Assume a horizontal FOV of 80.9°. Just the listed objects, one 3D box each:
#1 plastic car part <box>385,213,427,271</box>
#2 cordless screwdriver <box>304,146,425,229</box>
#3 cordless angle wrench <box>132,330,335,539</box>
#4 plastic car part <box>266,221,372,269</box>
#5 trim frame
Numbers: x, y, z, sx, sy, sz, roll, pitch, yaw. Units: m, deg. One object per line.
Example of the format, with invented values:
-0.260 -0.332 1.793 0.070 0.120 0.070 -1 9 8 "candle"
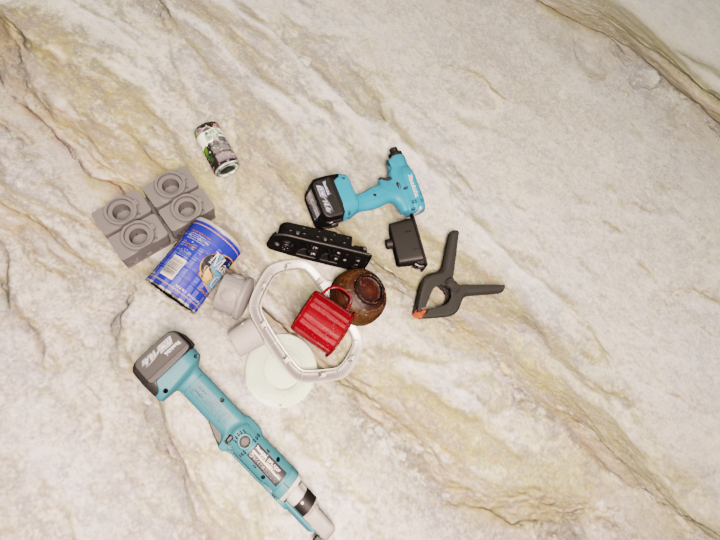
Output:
0.089 -0.053 0.875 0.071 0.065 0.119 -14 73 -4 "plastic car part"
0.007 -0.177 0.887 0.242 0.075 0.162 -12 76 -20 "cordless screwdriver"
-0.195 0.279 0.698 0.424 0.075 0.097 45 69 2 "cordless angle wrench"
-0.081 -0.053 0.832 0.199 0.066 0.068 9 62 -10 "plastic car part"
-0.097 0.090 0.789 0.180 0.028 0.253 -31 79 -31 "trim frame"
